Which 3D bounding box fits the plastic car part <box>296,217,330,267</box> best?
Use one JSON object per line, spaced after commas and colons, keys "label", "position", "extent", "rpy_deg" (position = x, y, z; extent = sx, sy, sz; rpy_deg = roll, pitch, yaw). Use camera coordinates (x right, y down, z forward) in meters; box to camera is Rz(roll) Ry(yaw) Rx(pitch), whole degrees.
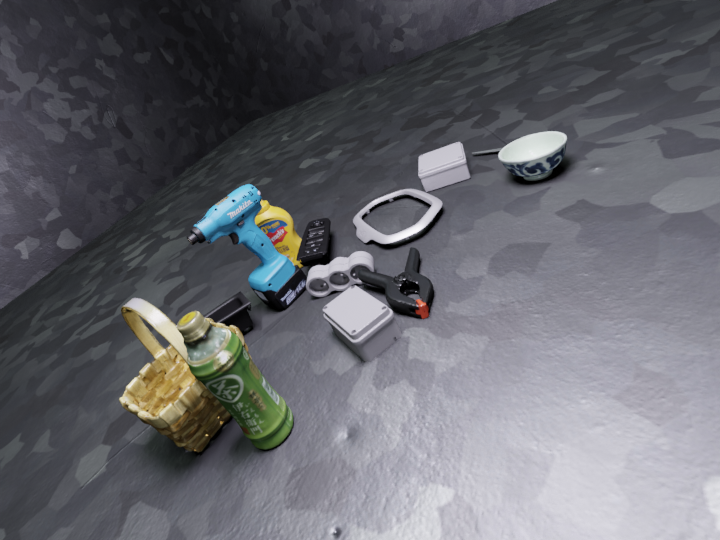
{"label": "plastic car part", "position": [-0.093, -0.061, 0.953], "extent": [0.067, 0.064, 0.208], "rpy_deg": [-21, 31, 11]}

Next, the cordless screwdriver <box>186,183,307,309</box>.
{"label": "cordless screwdriver", "position": [-0.216, -0.026, 0.829], "extent": [0.078, 0.239, 0.157], "rpy_deg": [9, 45, 49]}

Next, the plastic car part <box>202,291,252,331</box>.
{"label": "plastic car part", "position": [-0.262, 0.107, 0.835], "extent": [0.115, 0.068, 0.069], "rpy_deg": [-37, 30, -16]}

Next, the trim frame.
{"label": "trim frame", "position": [0.075, -0.123, 0.947], "extent": [0.183, 0.026, 0.260], "rpy_deg": [-32, 30, -7]}
